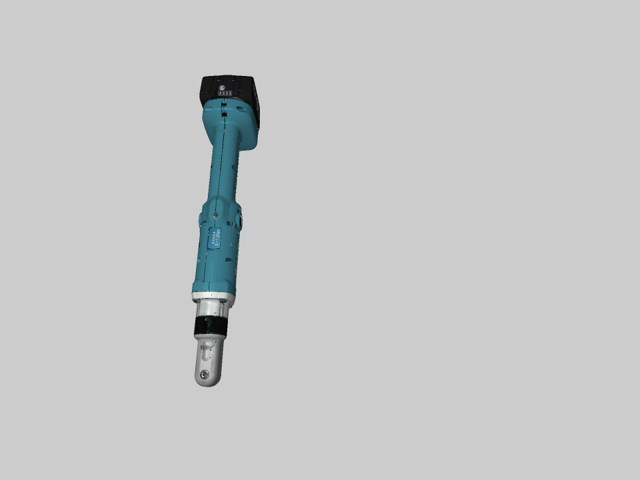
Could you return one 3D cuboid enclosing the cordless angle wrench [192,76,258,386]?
[{"bbox_3d":[-0.133,-0.026,0.570,0.074,0.421,0.098,0,-20,1],"label":"cordless angle wrench"}]
